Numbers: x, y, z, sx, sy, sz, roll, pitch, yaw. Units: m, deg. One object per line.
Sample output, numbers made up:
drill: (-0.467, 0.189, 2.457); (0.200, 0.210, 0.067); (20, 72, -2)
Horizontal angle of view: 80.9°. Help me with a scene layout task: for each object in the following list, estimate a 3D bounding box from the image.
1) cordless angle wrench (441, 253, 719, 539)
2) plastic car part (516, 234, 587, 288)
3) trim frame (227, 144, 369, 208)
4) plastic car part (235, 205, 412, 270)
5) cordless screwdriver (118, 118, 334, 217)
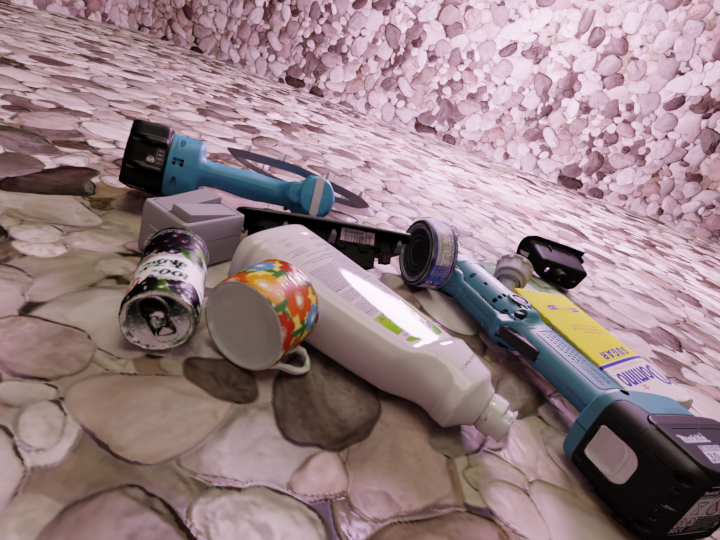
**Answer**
cordless angle wrench: (0.162, 0.055, 0.461); (0.094, 0.073, 0.444); (9, 24, -25)
plastic car part: (0.317, -0.006, 0.692); (0.113, 0.066, 0.073); (17, 34, -18)
trim frame: (-0.097, -0.143, 0.646); (0.262, 0.027, 0.174); (21, -1, 36)
plastic car part: (-0.048, -0.031, 0.490); (0.197, 0.067, 0.068); (13, -4, -15)
cordless screwdriver: (-0.164, -0.111, 0.545); (0.244, 0.074, 0.162); (13, -1, -12)
